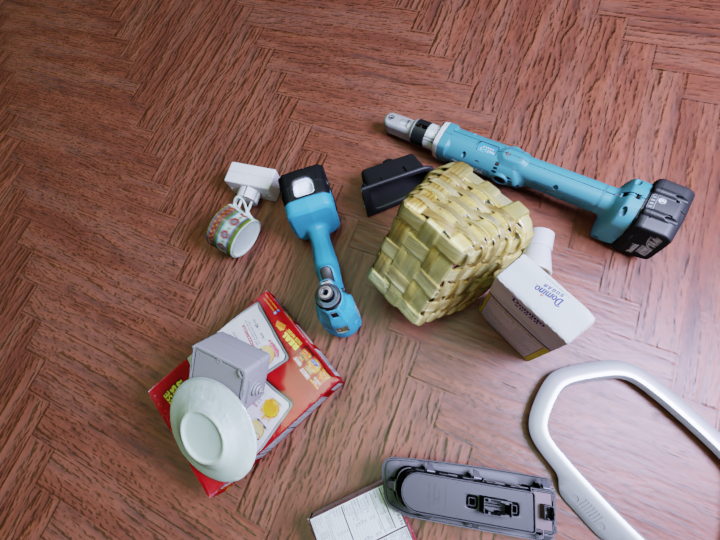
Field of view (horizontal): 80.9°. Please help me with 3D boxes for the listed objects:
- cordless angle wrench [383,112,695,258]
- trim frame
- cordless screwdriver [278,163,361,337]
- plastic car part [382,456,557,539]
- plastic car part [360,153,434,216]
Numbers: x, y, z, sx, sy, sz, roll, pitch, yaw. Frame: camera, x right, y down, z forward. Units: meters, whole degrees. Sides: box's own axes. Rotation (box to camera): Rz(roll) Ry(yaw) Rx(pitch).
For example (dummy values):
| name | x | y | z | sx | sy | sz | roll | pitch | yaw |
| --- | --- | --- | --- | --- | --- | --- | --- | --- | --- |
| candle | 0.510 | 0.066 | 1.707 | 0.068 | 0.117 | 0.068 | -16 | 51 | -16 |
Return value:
| name | x | y | z | sx | sy | sz | roll | pitch | yaw |
| --- | --- | --- | --- | --- | --- | --- | --- | --- | --- |
| cordless angle wrench | 0.218 | -0.153 | 0.622 | 0.441 | 0.094 | 0.074 | 30 | 81 | 23 |
| trim frame | 0.321 | 0.222 | 0.490 | 0.183 | 0.026 | 0.258 | -41 | 69 | -7 |
| cordless screwdriver | -0.058 | -0.038 | 0.594 | 0.075 | 0.153 | 0.257 | -17 | 66 | 1 |
| plastic car part | 0.125 | 0.262 | 0.480 | 0.205 | 0.065 | 0.067 | 7 | 78 | 6 |
| plastic car part | 0.049 | -0.147 | 0.670 | 0.116 | 0.063 | 0.074 | -24 | 54 | -3 |
